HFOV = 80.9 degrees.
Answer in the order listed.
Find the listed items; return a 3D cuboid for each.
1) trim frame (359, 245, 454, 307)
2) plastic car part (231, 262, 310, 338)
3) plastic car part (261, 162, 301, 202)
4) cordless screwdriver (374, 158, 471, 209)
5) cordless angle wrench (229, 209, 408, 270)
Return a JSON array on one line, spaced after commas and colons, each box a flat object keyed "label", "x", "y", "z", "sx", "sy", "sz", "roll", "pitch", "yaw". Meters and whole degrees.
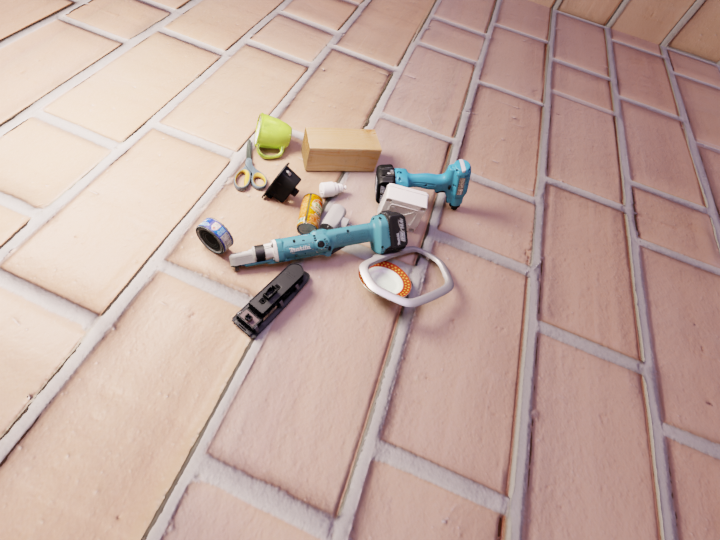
[{"label": "trim frame", "x": 0.111, "y": 0.008, "z": 0.999, "sx": 0.240, "sy": 0.027, "sz": 0.194, "roll": -21, "pitch": 52, "yaw": -34}, {"label": "plastic car part", "x": -0.188, "y": 0.049, "z": 0.919, "sx": 0.069, "sy": 0.065, "sz": 0.200, "roll": 31, "pitch": 52, "yaw": 17}, {"label": "plastic car part", "x": -0.193, "y": -0.215, "z": 1.084, "sx": 0.069, "sy": 0.119, "sz": 0.066, "roll": 41, "pitch": 52, "yaw": -15}, {"label": "cordless screwdriver", "x": 0.165, "y": -0.221, "z": 1.155, "sx": 0.251, "sy": 0.153, "sz": 0.076, "roll": -2, "pitch": 52, "yaw": 5}, {"label": "cordless angle wrench", "x": -0.098, "y": -0.064, "z": 1.002, "sx": 0.415, "sy": 0.096, "sz": 0.077, "roll": -11, "pitch": 13, "yaw": -13}]
